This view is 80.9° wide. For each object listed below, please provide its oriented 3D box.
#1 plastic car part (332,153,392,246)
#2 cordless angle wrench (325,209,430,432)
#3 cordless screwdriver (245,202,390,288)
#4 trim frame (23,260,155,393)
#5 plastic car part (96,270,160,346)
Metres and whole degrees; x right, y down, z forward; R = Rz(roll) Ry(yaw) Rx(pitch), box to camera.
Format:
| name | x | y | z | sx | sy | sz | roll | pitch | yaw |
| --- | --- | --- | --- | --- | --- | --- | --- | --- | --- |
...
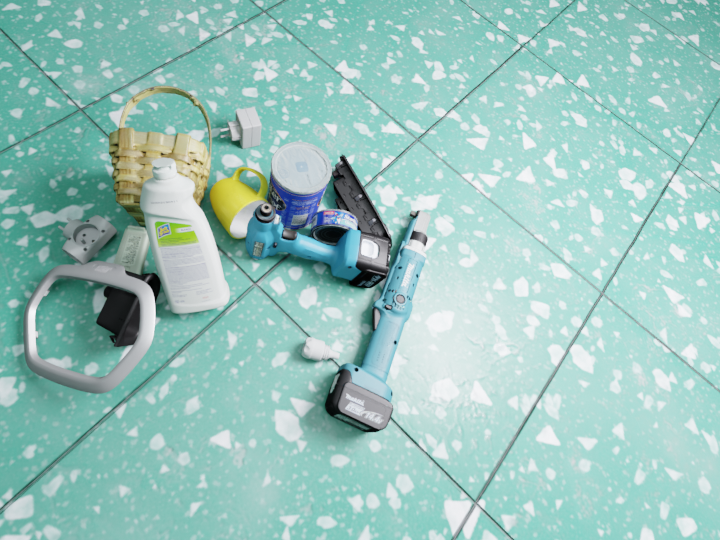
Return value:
| name | x | y | z | sx | sy | sz | roll | pitch | yaw |
| --- | --- | --- | --- | --- | --- | --- | --- | --- | --- |
| plastic car part | -0.005 | -0.125 | 0.822 | 0.066 | 0.065 | 0.208 | -30 | 75 | -13 |
| cordless angle wrench | 0.059 | 0.060 | 0.748 | 0.098 | 0.074 | 0.426 | 24 | 62 | -2 |
| cordless screwdriver | -0.070 | -0.046 | 0.720 | 0.245 | 0.159 | 0.076 | 13 | 66 | -8 |
| trim frame | -0.404 | 0.075 | 0.623 | 0.257 | 0.026 | 0.185 | 8 | 78 | 21 |
| plastic car part | -0.364 | 0.050 | 0.654 | 0.072 | 0.065 | 0.117 | 17 | 83 | 3 |
